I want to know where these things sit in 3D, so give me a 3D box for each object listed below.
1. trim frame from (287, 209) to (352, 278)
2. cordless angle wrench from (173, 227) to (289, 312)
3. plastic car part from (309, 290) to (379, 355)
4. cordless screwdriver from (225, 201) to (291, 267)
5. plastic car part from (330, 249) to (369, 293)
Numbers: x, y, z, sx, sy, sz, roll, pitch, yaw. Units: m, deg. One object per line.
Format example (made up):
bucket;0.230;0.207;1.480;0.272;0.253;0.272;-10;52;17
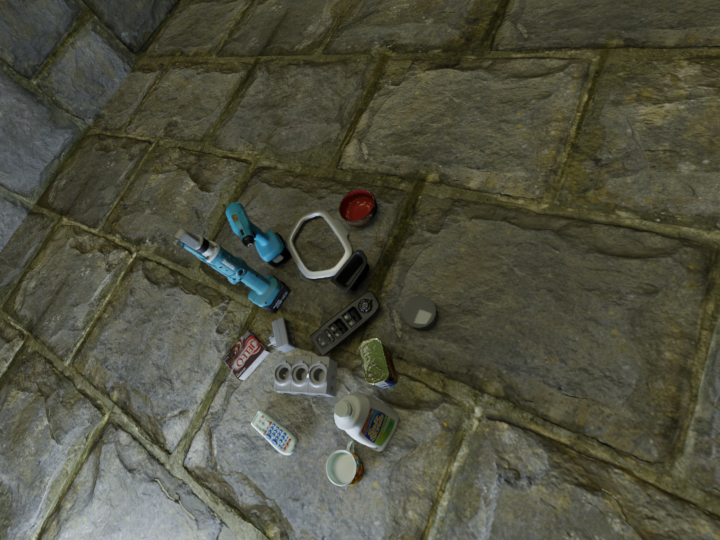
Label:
trim frame;-0.125;-0.082;1.276;0.185;0.026;0.261;-38;54;5
cordless angle wrench;-0.330;-0.003;1.108;0.078;0.400;0.098;27;79;32
plastic car part;-0.030;0.139;1.092;0.203;0.063;0.070;-41;55;2
cordless screwdriver;-0.289;-0.084;1.231;0.075;0.235;0.167;-35;56;5
plastic car part;-0.014;0.010;1.148;0.070;0.067;0.116;36;84;34
